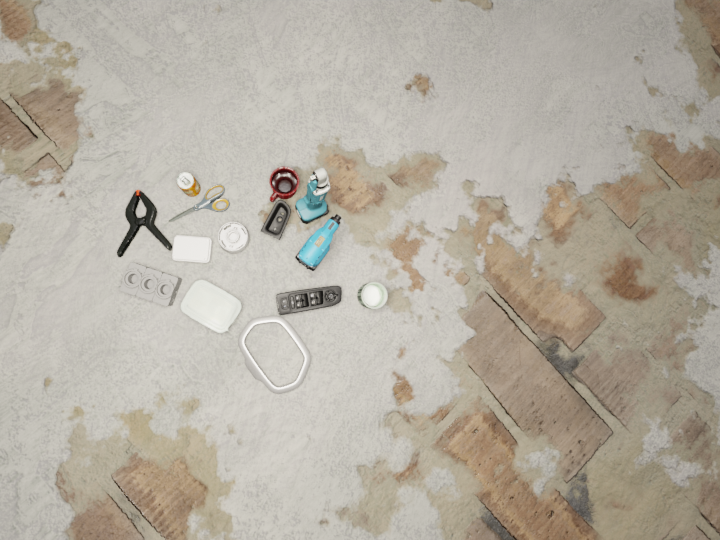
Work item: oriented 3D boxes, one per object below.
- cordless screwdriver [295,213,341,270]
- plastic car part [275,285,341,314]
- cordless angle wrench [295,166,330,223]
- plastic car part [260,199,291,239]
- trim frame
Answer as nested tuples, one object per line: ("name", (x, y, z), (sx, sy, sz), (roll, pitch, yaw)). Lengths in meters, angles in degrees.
("cordless screwdriver", (-0.121, -0.079, 1.238), (0.074, 0.250, 0.159), (37, 81, -5))
("plastic car part", (-0.157, 0.089, 1.305), (0.201, 0.067, 0.067), (-9, 86, -6))
("cordless angle wrench", (-0.123, -0.210, 1.166), (0.097, 0.425, 0.074), (-26, 91, -10))
("plastic car part", (-0.258, -0.157, 1.328), (0.066, 0.071, 0.117), (25, 82, -4))
("trim frame", (-0.265, 0.254, 1.296), (0.183, 0.027, 0.250), (-37, 87, -8))
